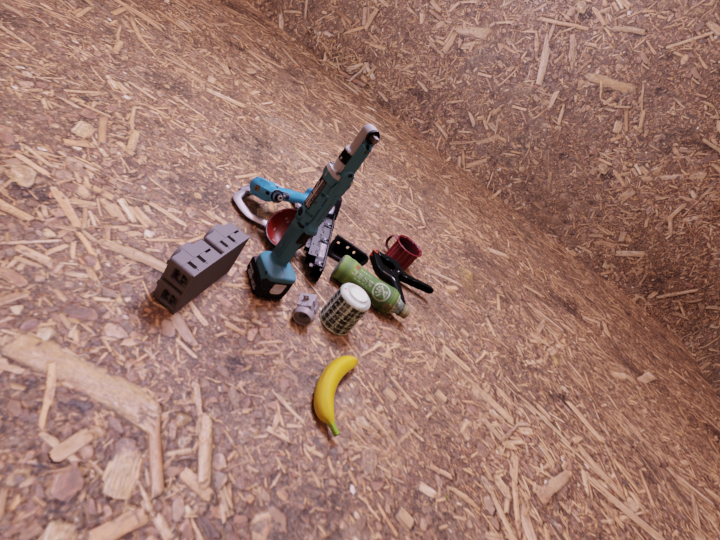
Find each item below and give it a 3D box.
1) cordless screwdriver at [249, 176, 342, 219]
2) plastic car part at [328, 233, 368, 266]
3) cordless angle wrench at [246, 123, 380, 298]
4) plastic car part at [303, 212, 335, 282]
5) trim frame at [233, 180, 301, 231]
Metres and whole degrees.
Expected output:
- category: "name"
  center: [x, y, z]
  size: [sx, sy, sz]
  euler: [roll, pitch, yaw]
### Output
- category: "cordless screwdriver"
  center: [-0.160, -0.189, 1.129]
  size: [0.236, 0.074, 0.168]
  euler: [9, 14, -36]
- category: "plastic car part"
  center: [-0.039, -0.057, 1.188]
  size: [0.113, 0.066, 0.073]
  euler: [31, 17, -18]
- category: "cordless angle wrench"
  center: [-0.096, -0.107, 0.827]
  size: [0.070, 0.425, 0.103]
  euler: [12, 41, -39]
- category: "plastic car part"
  center: [-0.106, -0.069, 1.085]
  size: [0.067, 0.065, 0.206]
  euler: [15, 50, -1]
- category: "trim frame"
  center: [-0.249, -0.183, 1.173]
  size: [0.186, 0.028, 0.245]
  euler: [39, 33, 3]
